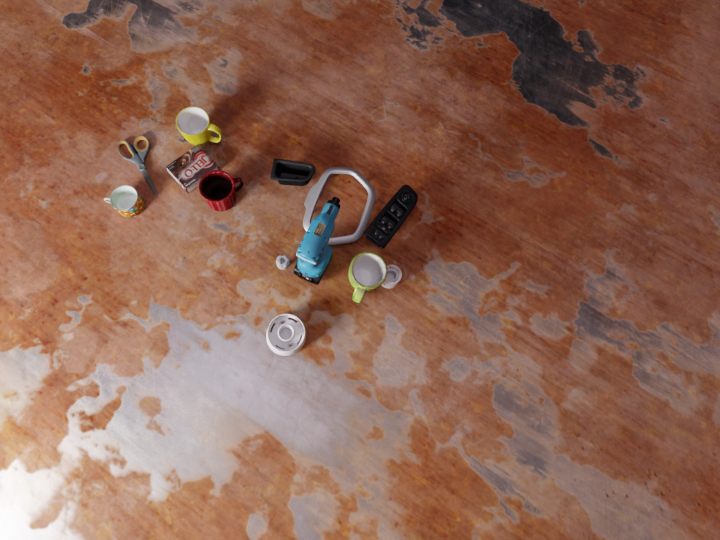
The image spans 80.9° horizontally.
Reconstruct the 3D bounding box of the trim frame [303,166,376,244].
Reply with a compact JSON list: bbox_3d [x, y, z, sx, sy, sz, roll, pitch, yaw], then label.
[{"bbox_3d":[-0.060,-0.180,1.165,0.185,0.027,0.250,19,71,3],"label":"trim frame"}]

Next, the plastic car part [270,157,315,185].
[{"bbox_3d":[-0.184,-0.259,1.162,0.116,0.070,0.067,8,72,-2],"label":"plastic car part"}]

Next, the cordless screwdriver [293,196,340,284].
[{"bbox_3d":[-0.099,-0.064,1.008,0.075,0.246,0.160,25,72,-1],"label":"cordless screwdriver"}]

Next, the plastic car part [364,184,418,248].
[{"bbox_3d":[0.085,-0.143,1.140,0.067,0.066,0.202,35,73,5],"label":"plastic car part"}]
